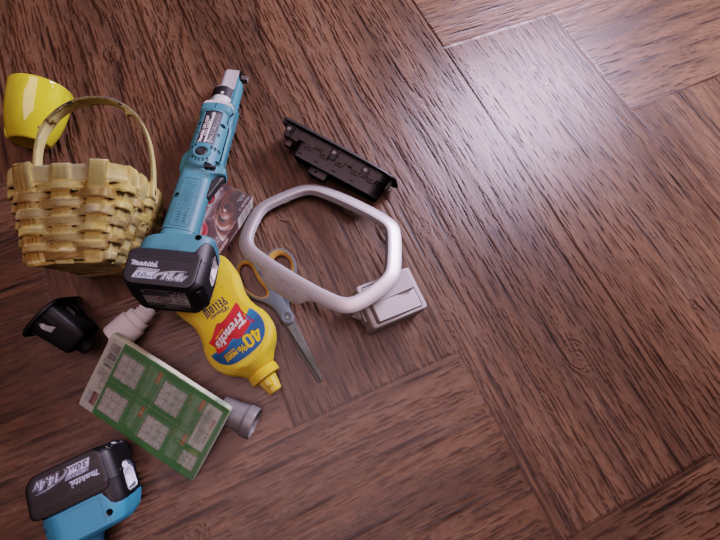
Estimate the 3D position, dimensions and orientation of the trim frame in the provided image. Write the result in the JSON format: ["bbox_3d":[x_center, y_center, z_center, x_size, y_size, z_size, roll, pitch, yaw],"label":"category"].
[{"bbox_3d":[-0.058,-0.038,0.598,0.259,0.026,0.183,28,65,22],"label":"trim frame"}]

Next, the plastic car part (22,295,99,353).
[{"bbox_3d":[-0.368,0.076,0.534,0.069,0.120,0.066,43,71,-17],"label":"plastic car part"}]

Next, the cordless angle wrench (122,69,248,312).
[{"bbox_3d":[-0.222,-0.151,0.604,0.097,0.073,0.434,4,58,-4],"label":"cordless angle wrench"}]

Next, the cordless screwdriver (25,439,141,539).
[{"bbox_3d":[-0.260,0.319,0.463,0.157,0.073,0.254,-18,76,-10],"label":"cordless screwdriver"}]

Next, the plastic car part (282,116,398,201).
[{"bbox_3d":[-0.038,-0.166,0.659,0.206,0.065,0.067,26,80,6],"label":"plastic car part"}]
